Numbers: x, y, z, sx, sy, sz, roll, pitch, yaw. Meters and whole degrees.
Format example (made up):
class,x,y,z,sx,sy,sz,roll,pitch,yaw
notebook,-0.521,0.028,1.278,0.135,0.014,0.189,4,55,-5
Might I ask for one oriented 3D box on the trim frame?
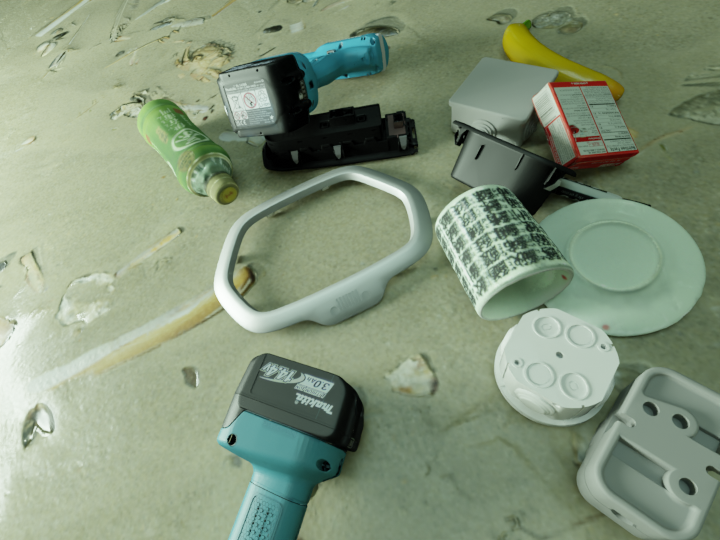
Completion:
class,x,y,z,sx,sy,sz,roll,pitch,yaw
trim frame,-0.045,-0.029,0.461,0.247,0.026,0.193,-26,54,-4

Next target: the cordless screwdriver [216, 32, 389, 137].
class,x,y,z,sx,sy,sz,roll,pitch,yaw
cordless screwdriver,-0.084,-0.250,0.549,0.167,0.071,0.246,7,38,31

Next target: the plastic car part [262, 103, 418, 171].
class,x,y,z,sx,sy,sz,roll,pitch,yaw
plastic car part,-0.035,-0.167,0.528,0.207,0.064,0.068,-7,64,14

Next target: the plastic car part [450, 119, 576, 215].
class,x,y,z,sx,sy,sz,roll,pitch,yaw
plastic car part,0.140,-0.096,0.429,0.123,0.063,0.070,44,119,33

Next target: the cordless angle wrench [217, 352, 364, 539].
class,x,y,z,sx,sy,sz,roll,pitch,yaw
cordless angle wrench,-0.102,0.269,0.262,0.102,0.071,0.427,10,64,20
